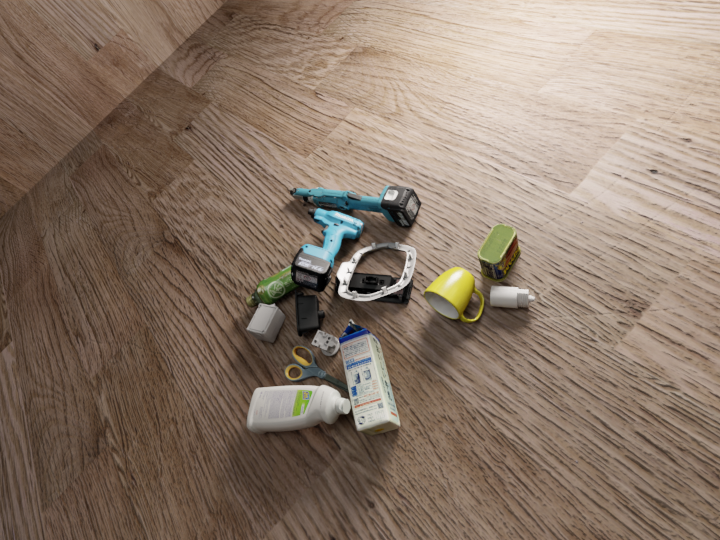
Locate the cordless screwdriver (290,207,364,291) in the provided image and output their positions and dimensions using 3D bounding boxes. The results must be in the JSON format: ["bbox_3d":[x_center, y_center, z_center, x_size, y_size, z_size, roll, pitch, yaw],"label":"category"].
[{"bbox_3d":[-0.107,-0.070,1.094,0.163,0.072,0.249,20,49,12],"label":"cordless screwdriver"}]

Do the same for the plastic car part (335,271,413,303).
[{"bbox_3d":[0.019,0.036,1.036,0.212,0.063,0.067,2,70,31],"label":"plastic car part"}]

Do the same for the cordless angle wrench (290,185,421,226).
[{"bbox_3d":[-0.041,-0.200,1.197,0.446,0.092,0.074,14,68,37],"label":"cordless angle wrench"}]

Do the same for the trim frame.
[{"bbox_3d":[0.036,-0.006,1.006,0.190,0.026,0.250,-7,33,22],"label":"trim frame"}]

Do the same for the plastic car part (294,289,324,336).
[{"bbox_3d":[-0.127,0.109,1.072,0.071,0.063,0.121,-13,59,3],"label":"plastic car part"}]
